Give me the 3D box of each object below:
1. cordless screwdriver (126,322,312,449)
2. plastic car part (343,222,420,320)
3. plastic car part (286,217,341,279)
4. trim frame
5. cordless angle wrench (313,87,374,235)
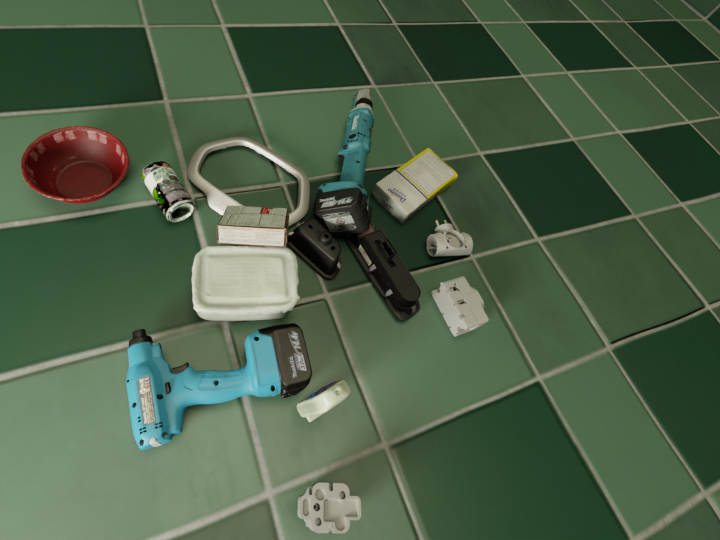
[{"bbox_3d":[-0.203,0.133,0.608,0.243,0.073,0.165,-15,65,-17],"label":"cordless screwdriver"},{"bbox_3d":[0.049,-0.009,0.764,0.064,0.067,0.209,-17,68,-32],"label":"plastic car part"},{"bbox_3d":[-0.073,-0.048,0.748,0.120,0.070,0.065,42,60,14],"label":"plastic car part"},{"bbox_3d":[-0.211,-0.171,0.813,0.251,0.027,0.184,32,57,4],"label":"trim frame"},{"bbox_3d":[-0.011,-0.257,0.882,0.101,0.070,0.432,-7,50,20],"label":"cordless angle wrench"}]
